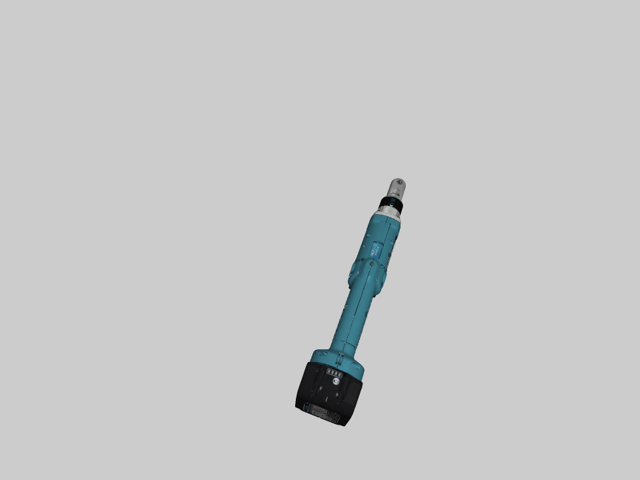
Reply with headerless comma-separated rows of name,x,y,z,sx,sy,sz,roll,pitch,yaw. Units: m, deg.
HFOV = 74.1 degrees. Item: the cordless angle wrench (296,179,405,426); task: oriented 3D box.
cordless angle wrench,0.072,0.057,0.652,0.074,0.421,0.098,19,-33,7
